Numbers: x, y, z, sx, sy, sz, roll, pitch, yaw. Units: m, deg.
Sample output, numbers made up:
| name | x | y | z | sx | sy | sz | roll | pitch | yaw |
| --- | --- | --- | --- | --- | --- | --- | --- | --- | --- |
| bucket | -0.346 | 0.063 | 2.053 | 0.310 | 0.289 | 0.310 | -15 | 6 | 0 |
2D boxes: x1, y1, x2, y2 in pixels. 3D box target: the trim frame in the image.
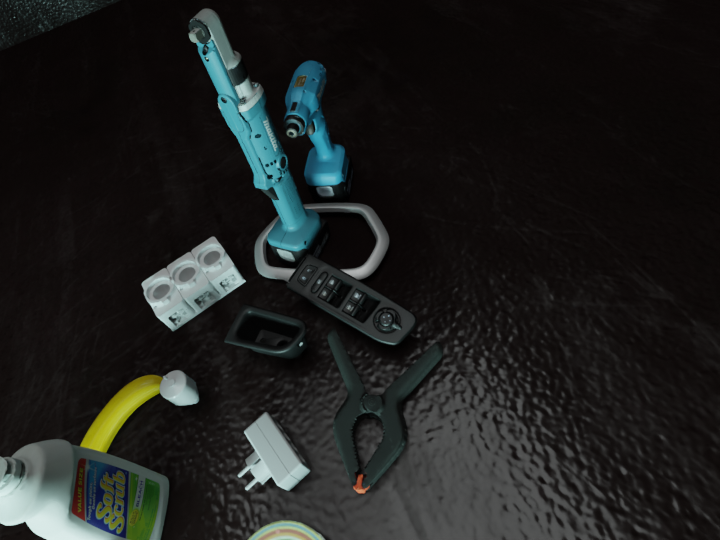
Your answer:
| name | x | y | z | sx | sy | sz | roll | pitch | yaw |
| --- | --- | --- | --- | --- | --- | --- | --- | --- | --- |
| trim frame | -0.073 | -0.048 | 0.749 | 0.255 | 0.026 | 0.188 | 1 | 56 | 16 |

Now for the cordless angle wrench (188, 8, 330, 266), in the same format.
| name | x | y | z | sx | sy | sz | roll | pitch | yaw |
| --- | --- | --- | --- | --- | --- | --- | --- | --- | --- |
| cordless angle wrench | -0.133 | -0.156 | 0.605 | 0.077 | 0.404 | 0.098 | 15 | 59 | 21 |

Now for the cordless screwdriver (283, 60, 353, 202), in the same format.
| name | x | y | z | sx | sy | sz | roll | pitch | yaw |
| --- | --- | --- | --- | --- | --- | --- | --- | --- | --- |
| cordless screwdriver | -0.075 | -0.211 | 0.733 | 0.076 | 0.238 | 0.162 | 1 | 56 | 12 |

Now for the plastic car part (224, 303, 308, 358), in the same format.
| name | x | y | z | sx | sy | sz | roll | pitch | yaw |
| --- | --- | --- | --- | --- | --- | --- | --- | --- | --- |
| plastic car part | -0.130 | 0.102 | 0.631 | 0.121 | 0.068 | 0.066 | 11 | 58 | 21 |

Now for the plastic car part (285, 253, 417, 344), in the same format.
| name | x | y | z | sx | sy | sz | roll | pitch | yaw |
| --- | --- | --- | --- | --- | --- | --- | --- | --- | --- |
| plastic car part | -0.014 | 0.053 | 0.637 | 0.213 | 0.064 | 0.066 | 26 | 65 | 29 |
